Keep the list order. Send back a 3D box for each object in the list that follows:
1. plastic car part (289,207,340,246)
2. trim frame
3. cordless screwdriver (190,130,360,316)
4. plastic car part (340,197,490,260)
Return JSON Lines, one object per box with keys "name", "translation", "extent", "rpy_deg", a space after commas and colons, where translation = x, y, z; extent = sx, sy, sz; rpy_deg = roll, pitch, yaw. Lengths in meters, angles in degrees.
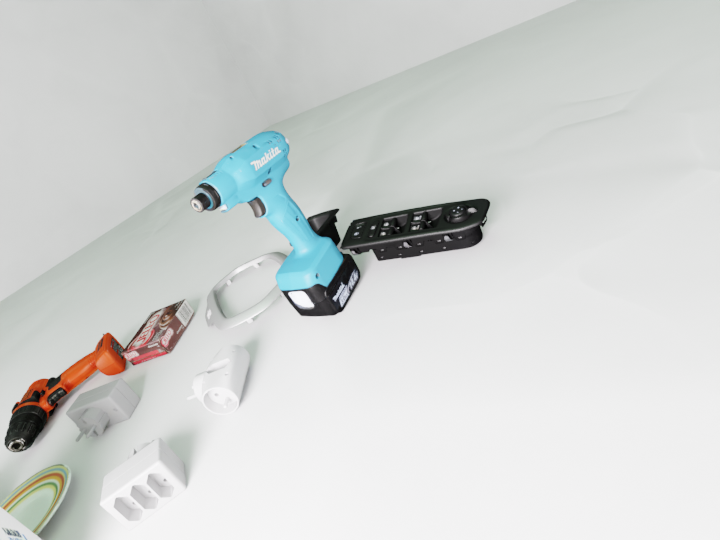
{"name": "plastic car part", "translation": [-0.070, -0.045, 0.711], "extent": [0.068, 0.068, 0.117], "rpy_deg": [-15, 29, 28]}
{"name": "trim frame", "translation": [-0.200, 0.031, 0.752], "extent": [0.182, 0.026, 0.260], "rpy_deg": [-36, 27, -13]}
{"name": "cordless screwdriver", "translation": [-0.103, -0.041, 0.545], "extent": [0.077, 0.240, 0.158], "rpy_deg": [-9, 30, 38]}
{"name": "plastic car part", "translation": [0.076, -0.048, 0.578], "extent": [0.211, 0.064, 0.066], "rpy_deg": [-11, 30, 32]}
